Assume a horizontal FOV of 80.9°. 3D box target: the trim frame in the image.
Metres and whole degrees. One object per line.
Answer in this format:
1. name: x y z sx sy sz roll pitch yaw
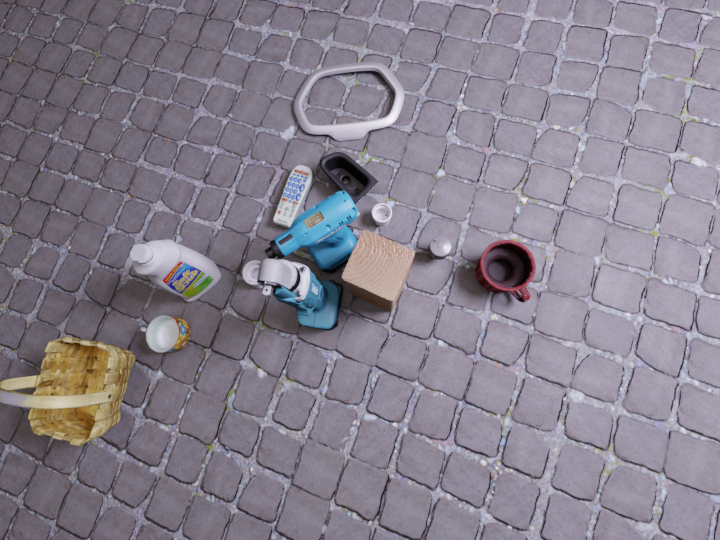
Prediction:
1. trim frame: -0.028 -0.379 0.944 0.252 0.027 0.187 -3 76 8

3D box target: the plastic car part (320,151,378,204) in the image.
1. plastic car part: -0.027 -0.190 0.877 0.066 0.069 0.120 -44 76 -4

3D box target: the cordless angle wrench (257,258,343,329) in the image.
1. cordless angle wrench: -0.087 0.034 0.655 0.075 0.413 0.099 7 80 5

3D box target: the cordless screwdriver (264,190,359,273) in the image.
1. cordless screwdriver: -0.074 -0.049 0.761 0.159 0.243 0.076 -32 79 -2
